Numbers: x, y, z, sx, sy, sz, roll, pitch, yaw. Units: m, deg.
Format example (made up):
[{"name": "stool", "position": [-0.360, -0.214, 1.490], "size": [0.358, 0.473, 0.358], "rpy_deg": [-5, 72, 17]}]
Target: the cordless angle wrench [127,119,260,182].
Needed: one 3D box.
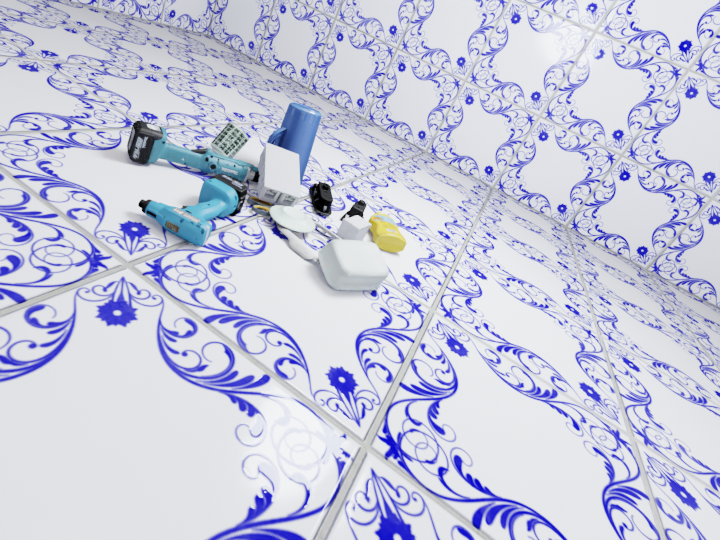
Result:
[{"name": "cordless angle wrench", "position": [-0.420, -0.304, 1.185], "size": [0.402, 0.098, 0.078], "rpy_deg": [9, 32, -38]}]

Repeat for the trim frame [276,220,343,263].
[{"name": "trim frame", "position": [-0.107, -0.070, 1.091], "size": [0.258, 0.027, 0.178], "rpy_deg": [37, 28, 18]}]

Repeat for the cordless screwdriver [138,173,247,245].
[{"name": "cordless screwdriver", "position": [-0.372, -0.154, 0.966], "size": [0.160, 0.074, 0.250], "rpy_deg": [25, 31, -1]}]

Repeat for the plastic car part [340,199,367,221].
[{"name": "plastic car part", "position": [-0.010, -0.188, 1.334], "size": [0.066, 0.070, 0.116], "rpy_deg": [29, 30, 0]}]

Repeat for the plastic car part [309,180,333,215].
[{"name": "plastic car part", "position": [-0.117, -0.236, 1.343], "size": [0.064, 0.067, 0.210], "rpy_deg": [24, 28, -22]}]
